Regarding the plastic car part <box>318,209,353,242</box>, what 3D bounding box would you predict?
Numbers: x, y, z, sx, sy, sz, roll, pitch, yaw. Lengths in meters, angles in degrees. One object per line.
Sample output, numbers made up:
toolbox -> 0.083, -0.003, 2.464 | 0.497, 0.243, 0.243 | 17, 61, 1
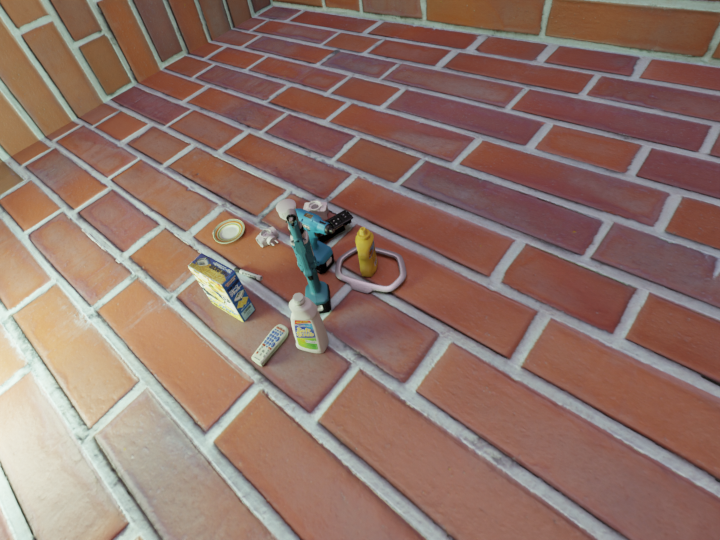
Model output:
plastic car part -> -0.122, -0.145, 1.547 | 0.201, 0.064, 0.070 | -28, 51, -11

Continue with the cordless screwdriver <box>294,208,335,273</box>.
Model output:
cordless screwdriver -> -0.136, -0.089, 1.388 | 0.167, 0.238, 0.074 | 25, 58, 28

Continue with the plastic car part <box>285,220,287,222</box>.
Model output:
plastic car part -> -0.211, -0.171, 1.586 | 0.122, 0.068, 0.066 | 17, 55, 24

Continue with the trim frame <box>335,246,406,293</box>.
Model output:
trim frame -> 0.033, -0.006, 1.419 | 0.259, 0.026, 0.184 | 14, 55, 23

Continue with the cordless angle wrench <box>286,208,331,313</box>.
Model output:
cordless angle wrench -> -0.155, -0.023, 1.227 | 0.075, 0.405, 0.101 | -8, 50, 2
